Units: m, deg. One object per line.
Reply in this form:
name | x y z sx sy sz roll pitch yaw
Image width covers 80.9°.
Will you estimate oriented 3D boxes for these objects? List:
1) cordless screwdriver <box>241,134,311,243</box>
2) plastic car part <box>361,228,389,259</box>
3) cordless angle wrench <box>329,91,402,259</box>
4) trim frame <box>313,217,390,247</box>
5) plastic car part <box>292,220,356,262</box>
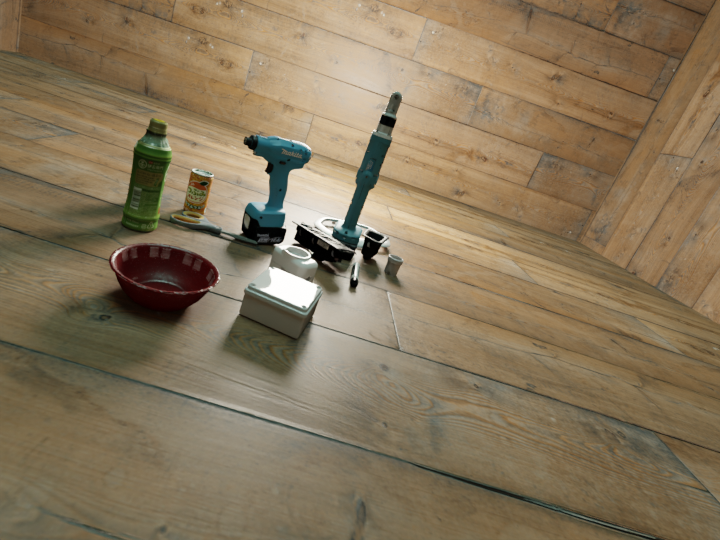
cordless screwdriver | -0.219 -0.186 0.974 0.151 0.246 0.079 5 24 -38
plastic car part | 0.028 -0.064 1.138 0.067 0.070 0.115 23 20 7
cordless angle wrench | 0.017 -0.233 1.056 0.075 0.419 0.098 22 19 2
trim frame | -0.026 -0.113 1.282 0.240 0.027 0.193 11 21 -22
plastic car part | -0.101 -0.066 1.032 0.063 0.066 0.215 1 26 -43
